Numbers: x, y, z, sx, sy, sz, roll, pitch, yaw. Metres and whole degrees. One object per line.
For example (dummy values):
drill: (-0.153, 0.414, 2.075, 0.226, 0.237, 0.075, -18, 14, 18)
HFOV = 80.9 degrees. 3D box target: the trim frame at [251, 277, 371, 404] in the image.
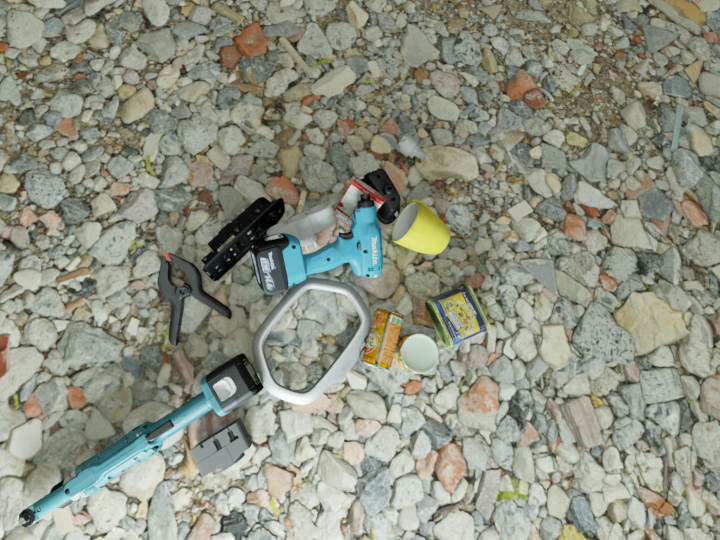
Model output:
trim frame: (-0.090, 0.127, 0.795, 0.186, 0.027, 0.247, 37, 74, 6)

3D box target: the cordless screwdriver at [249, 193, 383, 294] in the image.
cordless screwdriver: (-0.076, -0.050, 0.777, 0.243, 0.077, 0.156, -10, 105, -18)

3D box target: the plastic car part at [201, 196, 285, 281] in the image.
plastic car part: (-0.229, -0.072, 0.820, 0.202, 0.063, 0.070, -42, 60, -12)

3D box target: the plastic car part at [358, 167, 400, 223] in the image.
plastic car part: (0.046, -0.159, 0.855, 0.065, 0.070, 0.119, -29, 78, -13)

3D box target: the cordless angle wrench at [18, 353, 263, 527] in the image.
cordless angle wrench: (-0.364, 0.287, 0.706, 0.420, 0.097, 0.075, -33, 84, -7)
